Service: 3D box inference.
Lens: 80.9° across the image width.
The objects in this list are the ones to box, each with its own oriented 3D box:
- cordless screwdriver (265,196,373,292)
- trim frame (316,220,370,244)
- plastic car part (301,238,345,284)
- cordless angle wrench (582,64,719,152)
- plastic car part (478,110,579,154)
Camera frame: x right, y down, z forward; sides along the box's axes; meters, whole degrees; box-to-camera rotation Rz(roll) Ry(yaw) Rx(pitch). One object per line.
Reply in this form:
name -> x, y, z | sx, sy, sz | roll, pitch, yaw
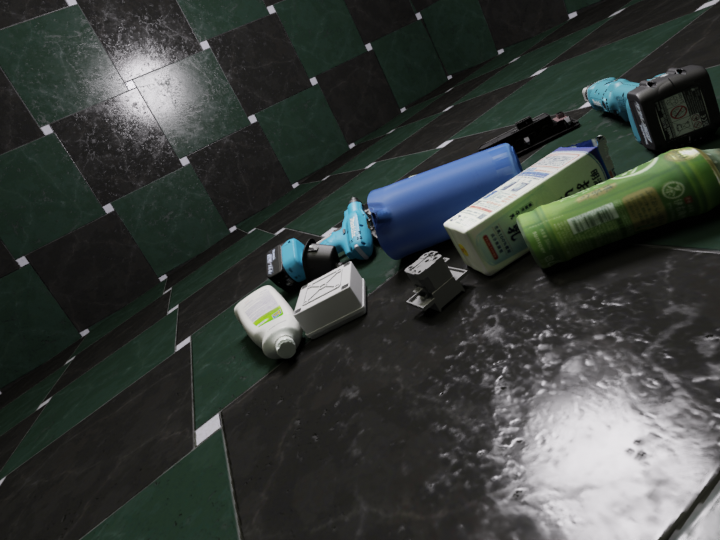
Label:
cordless screwdriver -> -0.092, -0.060, 0.936 | 0.254, 0.070, 0.165 | -24, 48, 22
trim frame -> -0.074, -0.064, 1.052 | 0.252, 0.027, 0.186 | -31, 18, 15
plastic car part -> -0.061, 0.000, 0.789 | 0.074, 0.112, 0.065 | 5, 33, 25
cordless angle wrench -> 0.442, -0.289, 0.712 | 0.076, 0.095, 0.423 | -22, 19, 22
plastic car part -> 0.337, -0.277, 0.888 | 0.207, 0.064, 0.067 | -28, 25, 22
